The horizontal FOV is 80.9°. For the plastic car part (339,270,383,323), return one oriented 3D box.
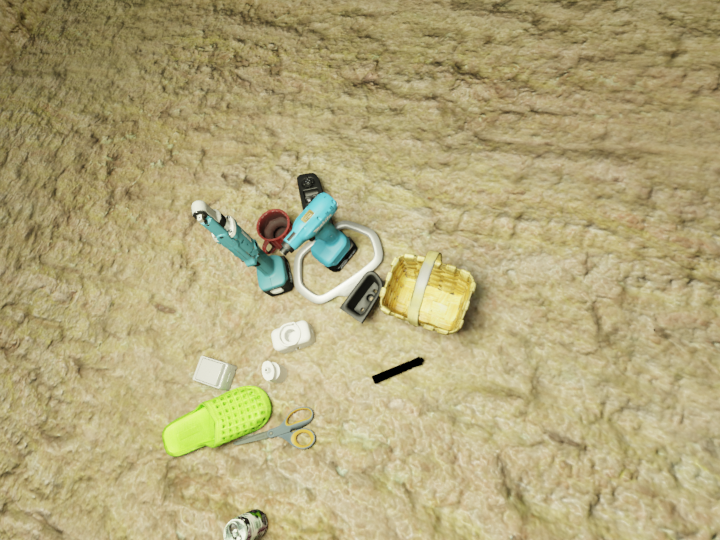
[{"bbox_3d":[0.015,0.066,0.998,0.069,0.068,0.116,32,79,22],"label":"plastic car part"}]

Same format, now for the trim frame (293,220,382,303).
[{"bbox_3d":[-0.062,-0.023,1.079,0.248,0.026,0.192,-35,63,0],"label":"trim frame"}]

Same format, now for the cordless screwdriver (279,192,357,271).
[{"bbox_3d":[-0.097,-0.063,0.988,0.078,0.239,0.159,38,82,22],"label":"cordless screwdriver"}]

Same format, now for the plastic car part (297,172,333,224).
[{"bbox_3d":[-0.121,-0.177,1.139,0.067,0.064,0.210,-20,65,5],"label":"plastic car part"}]

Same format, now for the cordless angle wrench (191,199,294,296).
[{"bbox_3d":[-0.253,-0.047,0.933,0.075,0.406,0.101,-18,67,5],"label":"cordless angle wrench"}]
